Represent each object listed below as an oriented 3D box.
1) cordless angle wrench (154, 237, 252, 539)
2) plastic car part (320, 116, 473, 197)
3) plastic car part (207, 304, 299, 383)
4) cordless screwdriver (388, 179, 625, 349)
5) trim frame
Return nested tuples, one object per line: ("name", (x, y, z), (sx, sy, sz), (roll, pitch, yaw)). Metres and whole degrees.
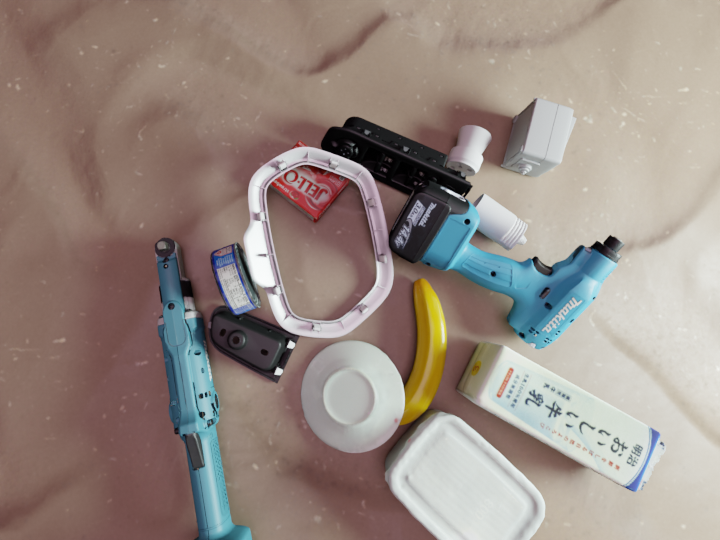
("cordless angle wrench", (-0.197, 0.164, 0.501), (0.074, 0.097, 0.431), (-13, 77, -6))
("plastic car part", (0.048, -0.153, 0.566), (0.203, 0.065, 0.067), (21, 69, 1))
("plastic car part", (-0.140, 0.087, 0.518), (0.116, 0.071, 0.066), (26, 80, -2))
("cordless screwdriver", (0.169, -0.029, 0.515), (0.250, 0.074, 0.159), (33, 110, 2))
("trim frame", (-0.053, -0.035, 0.540), (0.182, 0.028, 0.247), (-11, 95, -6))
